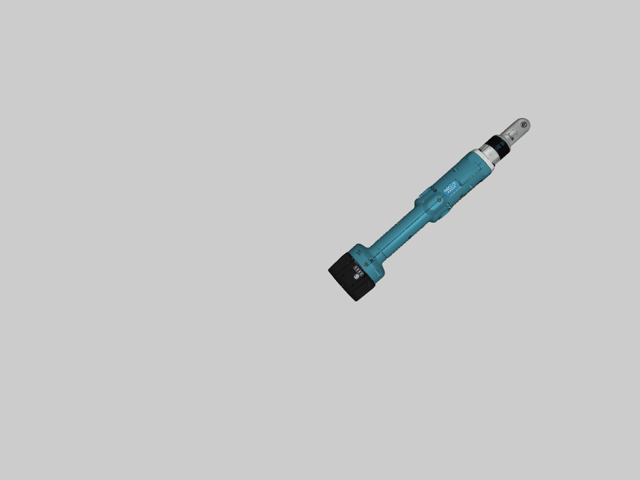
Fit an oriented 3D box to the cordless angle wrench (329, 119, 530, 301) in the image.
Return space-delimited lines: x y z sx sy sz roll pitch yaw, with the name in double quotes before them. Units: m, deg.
"cordless angle wrench" 0.195 -0.062 0.732 0.423 0.074 0.098 -42 -4 2
